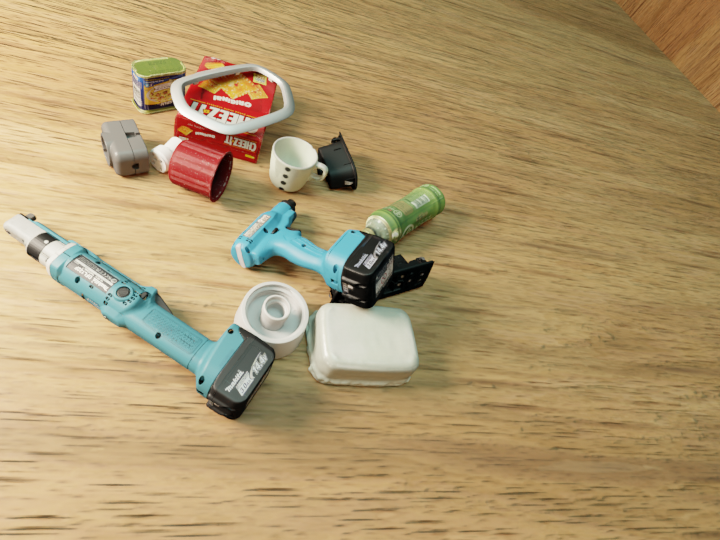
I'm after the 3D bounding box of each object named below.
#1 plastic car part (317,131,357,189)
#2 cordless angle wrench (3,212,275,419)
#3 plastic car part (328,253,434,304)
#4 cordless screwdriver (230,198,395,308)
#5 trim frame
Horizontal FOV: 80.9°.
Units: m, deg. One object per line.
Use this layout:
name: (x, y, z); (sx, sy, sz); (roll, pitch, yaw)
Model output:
plastic car part: (-0.055, -0.214, 0.864); (0.070, 0.064, 0.121); (-13, 63, -12)
cordless angle wrench: (-0.315, 0.042, 0.571); (0.429, 0.073, 0.097); (31, 51, 7)
plastic car part: (0.027, 0.012, 0.717); (0.197, 0.065, 0.070); (-19, 60, -29)
cordless screwdriver: (-0.066, -0.043, 0.676); (0.259, 0.072, 0.159); (17, 48, 22)
trim frame: (-0.238, -0.335, 0.812); (0.243, 0.027, 0.189); (-34, 74, -33)
